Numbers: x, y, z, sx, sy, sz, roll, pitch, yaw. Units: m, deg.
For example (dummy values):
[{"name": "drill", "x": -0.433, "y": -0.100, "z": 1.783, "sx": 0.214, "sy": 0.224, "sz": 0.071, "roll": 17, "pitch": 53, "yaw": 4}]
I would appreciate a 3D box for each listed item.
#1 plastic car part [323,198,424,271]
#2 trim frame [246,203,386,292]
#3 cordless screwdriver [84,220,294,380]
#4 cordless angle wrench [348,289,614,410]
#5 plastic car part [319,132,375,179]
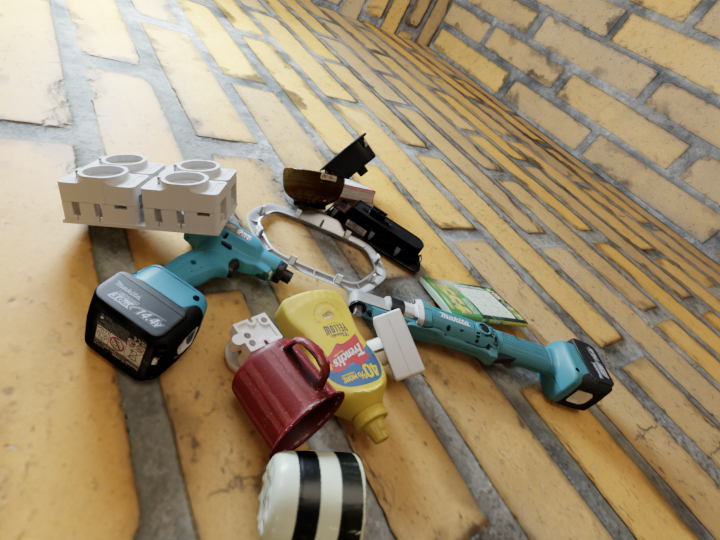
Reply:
[{"name": "plastic car part", "x": 0.036, "y": -0.075, "z": 0.784, "sx": 0.205, "sy": 0.067, "sz": 0.065, "roll": 37, "pitch": 28, "yaw": 5}, {"name": "trim frame", "x": -0.067, "y": -0.044, "z": 0.689, "sx": 0.245, "sy": 0.027, "sz": 0.188, "roll": 21, "pitch": 30, "yaw": -9}, {"name": "cordless screwdriver", "x": -0.183, "y": 0.021, "z": 0.502, "sx": 0.159, "sy": 0.074, "sz": 0.250, "roll": 29, "pitch": 31, "yaw": -3}, {"name": "cordless angle wrench", "x": 0.176, "y": 0.107, "z": 0.648, "sx": 0.415, "sy": 0.074, "sz": 0.100, "roll": 19, "pitch": 36, "yaw": -10}, {"name": "plastic car part", "x": -0.018, "y": -0.229, "z": 0.901, "sx": 0.070, "sy": 0.119, "sz": 0.065, "roll": 55, "pitch": 35, "yaw": -10}]
